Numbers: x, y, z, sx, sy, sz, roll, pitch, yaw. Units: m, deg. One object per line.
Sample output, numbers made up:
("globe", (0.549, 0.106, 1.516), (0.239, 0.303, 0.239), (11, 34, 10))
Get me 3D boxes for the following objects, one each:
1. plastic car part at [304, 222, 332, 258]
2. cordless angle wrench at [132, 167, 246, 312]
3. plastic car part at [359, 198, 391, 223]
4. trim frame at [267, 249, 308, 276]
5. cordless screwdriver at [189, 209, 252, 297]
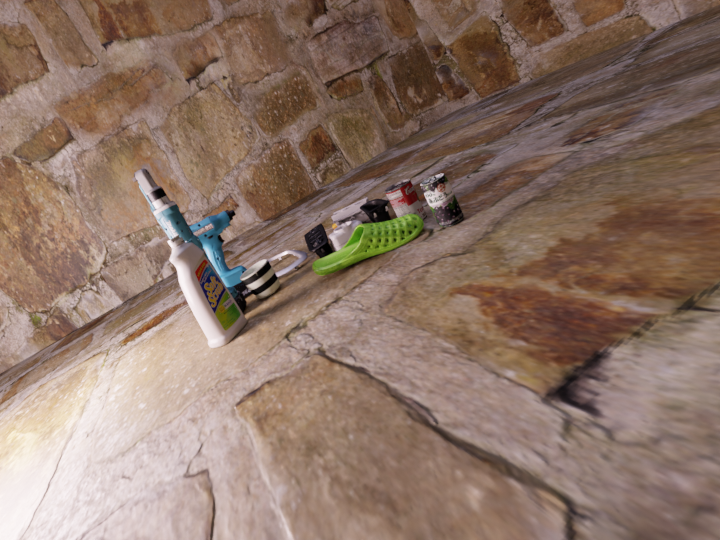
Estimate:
("plastic car part", (-0.117, -0.077, 1.201), (0.066, 0.065, 0.208), (-29, 17, -1))
("cordless angle wrench", (-0.423, -0.059, 1.037), (0.099, 0.414, 0.075), (-26, 12, 8))
("plastic car part", (0.047, -0.153, 1.156), (0.066, 0.069, 0.120), (-30, 16, -6))
("trim frame", (-0.247, -0.015, 1.292), (0.182, 0.027, 0.258), (-33, 18, -15))
("cordless screwdriver", (-0.376, -0.041, 1.200), (0.157, 0.243, 0.077), (-33, 13, -19))
